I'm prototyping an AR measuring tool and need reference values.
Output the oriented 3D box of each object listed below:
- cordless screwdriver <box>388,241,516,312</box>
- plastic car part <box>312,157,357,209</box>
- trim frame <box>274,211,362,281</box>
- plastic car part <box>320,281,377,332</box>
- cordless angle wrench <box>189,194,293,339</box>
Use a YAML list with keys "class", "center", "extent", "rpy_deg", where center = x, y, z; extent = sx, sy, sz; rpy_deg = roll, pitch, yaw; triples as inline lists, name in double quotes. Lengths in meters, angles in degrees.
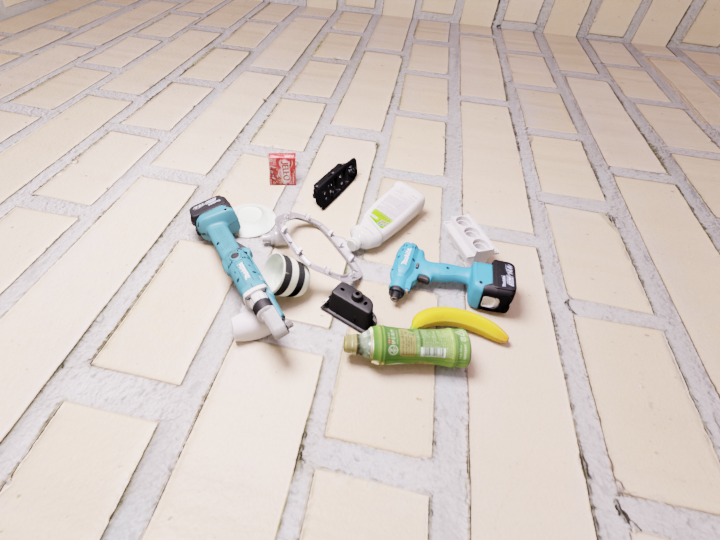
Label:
- class: "cordless screwdriver"
  center: [0.186, 0.028, 0.884]
  extent: [0.256, 0.072, 0.160]
  rpy_deg: [13, 46, 15]
- class: "plastic car part"
  center: [-0.072, -0.242, 1.152]
  extent: [0.070, 0.064, 0.201]
  rpy_deg: [6, 40, 38]
- class: "trim frame"
  center: [-0.092, -0.060, 0.946]
  extent: [0.175, 0.027, 0.262]
  rpy_deg: [6, 33, -43]
- class: "plastic car part"
  center: [-0.015, 0.065, 0.836]
  extent: [0.122, 0.069, 0.065]
  rpy_deg: [28, 50, 26]
- class: "cordless angle wrench"
  center: [-0.247, -0.014, 0.862]
  extent: [0.096, 0.071, 0.447]
  rpy_deg: [-28, 47, -15]
